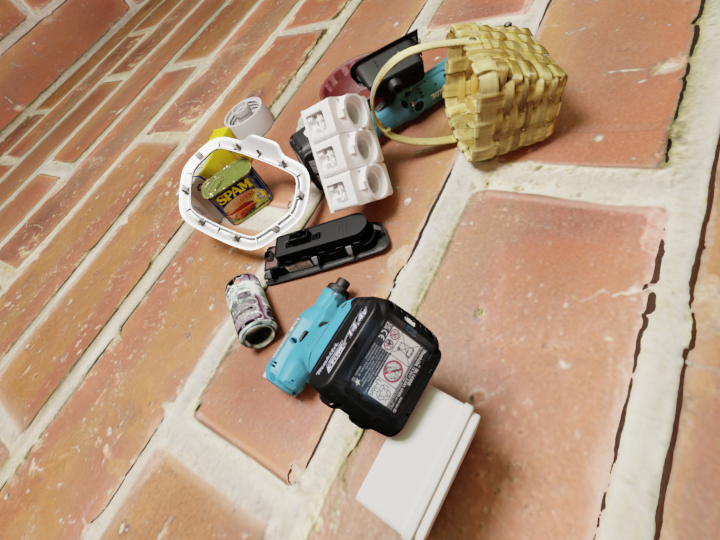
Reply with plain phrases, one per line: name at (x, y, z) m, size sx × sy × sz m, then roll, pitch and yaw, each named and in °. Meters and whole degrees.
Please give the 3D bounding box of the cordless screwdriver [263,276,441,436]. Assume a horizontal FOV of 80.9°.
cordless screwdriver at (-0.017, 0.066, 0.442) m, size 0.159 × 0.072 × 0.255 m, roll -58°, pitch 17°, yaw -19°

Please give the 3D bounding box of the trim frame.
trim frame at (-0.199, -0.137, 0.696) m, size 0.259 × 0.026 × 0.184 m, roll 24°, pitch 80°, yaw 23°

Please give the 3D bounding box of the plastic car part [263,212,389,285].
plastic car part at (-0.061, -0.040, 0.622) m, size 0.208 × 0.064 × 0.068 m, roll -12°, pitch 44°, yaw 18°

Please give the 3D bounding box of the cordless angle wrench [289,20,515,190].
cordless angle wrench at (0.083, -0.287, 0.712) m, size 0.422 × 0.093 × 0.078 m, roll -32°, pitch 47°, yaw -1°

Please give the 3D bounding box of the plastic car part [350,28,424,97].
plastic car part at (0.051, -0.305, 0.656) m, size 0.117 × 0.063 × 0.074 m, roll -27°, pitch 60°, yaw 4°
